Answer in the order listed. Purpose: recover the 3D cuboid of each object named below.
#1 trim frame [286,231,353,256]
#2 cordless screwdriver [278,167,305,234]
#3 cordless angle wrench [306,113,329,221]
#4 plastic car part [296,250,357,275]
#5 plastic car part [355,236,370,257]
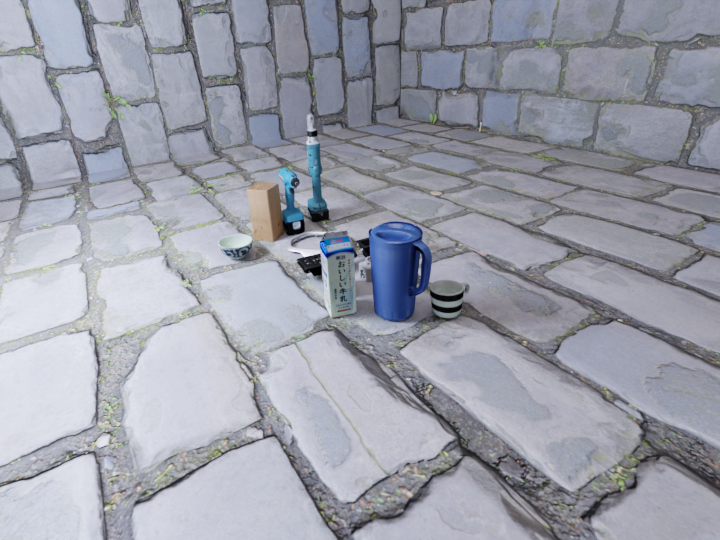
[{"bbox_3d":[-0.149,-0.097,1.524,0.256,0.027,0.184,4,30,15],"label":"trim frame"},{"bbox_3d":[-0.257,-0.254,1.601,0.072,0.242,0.168,-13,29,-21],"label":"cordless screwdriver"},{"bbox_3d":[-0.183,-0.407,1.691,0.073,0.411,0.102,-9,27,-15],"label":"cordless angle wrench"},{"bbox_3d":[-0.099,-0.023,1.342,0.197,0.065,0.070,-19,31,-25],"label":"plastic car part"},{"bbox_3d":[0.051,-0.075,1.411,0.114,0.069,0.069,-13,29,-18],"label":"plastic car part"}]
